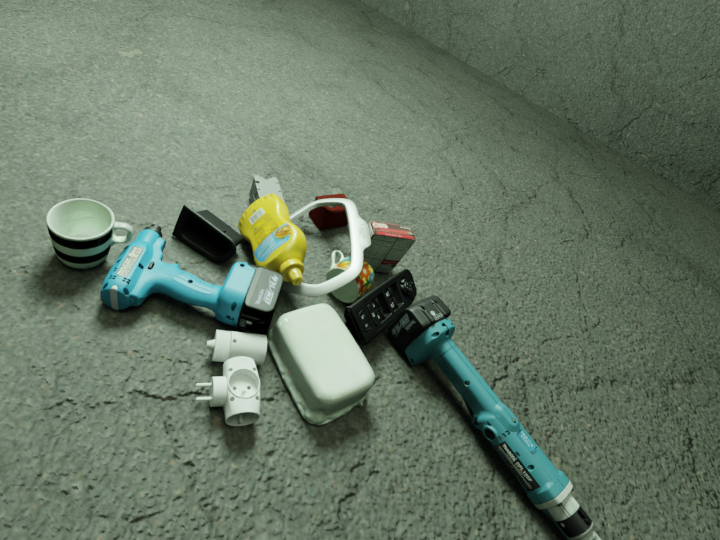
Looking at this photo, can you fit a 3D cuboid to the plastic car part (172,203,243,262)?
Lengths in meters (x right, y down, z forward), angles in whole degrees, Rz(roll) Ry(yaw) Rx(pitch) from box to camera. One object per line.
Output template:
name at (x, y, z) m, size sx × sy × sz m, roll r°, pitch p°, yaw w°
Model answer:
plastic car part at (-0.257, -0.066, 0.741) m, size 0.117 × 0.066 × 0.071 m, roll 33°, pitch 27°, yaw 2°

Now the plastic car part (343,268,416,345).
plastic car part at (0.034, 0.060, 0.741) m, size 0.197 × 0.069 × 0.066 m, roll -31°, pitch 92°, yaw -44°

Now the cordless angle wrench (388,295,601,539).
cordless angle wrench at (0.205, 0.231, 0.632) m, size 0.072 × 0.097 × 0.440 m, roll -18°, pitch 60°, yaw -37°

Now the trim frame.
trim frame at (-0.075, -0.049, 0.764) m, size 0.187 × 0.026 × 0.257 m, roll -15°, pitch 43°, yaw 10°

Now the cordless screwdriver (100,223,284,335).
cordless screwdriver at (-0.246, 0.009, 0.654) m, size 0.245 × 0.073 × 0.163 m, roll 13°, pitch 42°, yaw -8°
